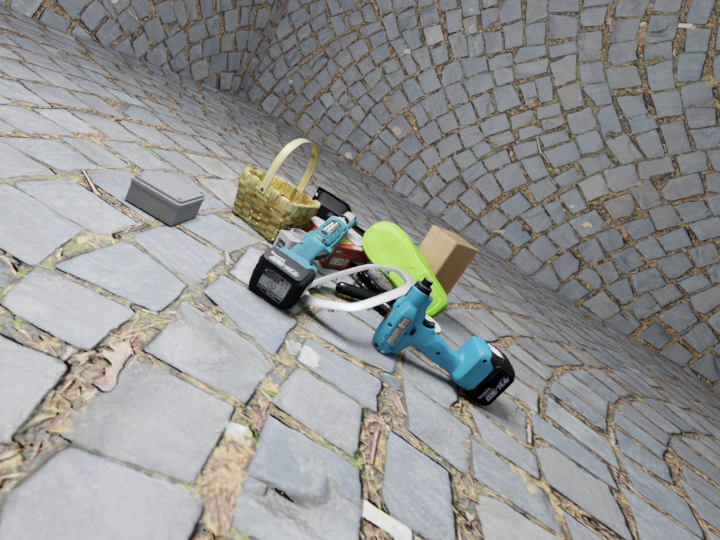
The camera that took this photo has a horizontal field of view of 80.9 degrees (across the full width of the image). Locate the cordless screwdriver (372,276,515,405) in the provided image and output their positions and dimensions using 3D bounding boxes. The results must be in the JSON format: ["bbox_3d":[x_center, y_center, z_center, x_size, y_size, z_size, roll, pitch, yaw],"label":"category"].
[{"bbox_3d":[0.164,0.127,0.772,0.246,0.159,0.075,30,18,-5],"label":"cordless screwdriver"}]

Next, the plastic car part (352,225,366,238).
[{"bbox_3d":[0.024,-0.063,1.226,0.209,0.066,0.065,34,28,14],"label":"plastic car part"}]

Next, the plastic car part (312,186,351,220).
[{"bbox_3d":[-0.080,-0.154,1.098,0.116,0.066,0.071,31,35,-2],"label":"plastic car part"}]

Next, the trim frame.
[{"bbox_3d":[-0.006,0.031,0.830,0.240,0.027,0.195,-20,28,-34],"label":"trim frame"}]

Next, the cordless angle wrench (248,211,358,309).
[{"bbox_3d":[-0.088,-0.057,0.895,0.099,0.074,0.419,33,29,2],"label":"cordless angle wrench"}]
